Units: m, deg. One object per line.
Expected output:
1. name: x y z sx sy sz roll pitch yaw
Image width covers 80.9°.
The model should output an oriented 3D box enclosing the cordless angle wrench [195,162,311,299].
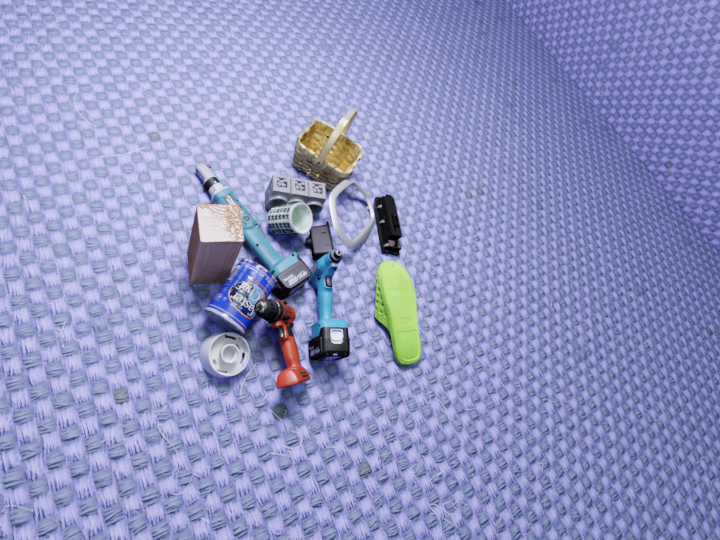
1. cordless angle wrench: -0.293 -0.117 1.078 0.096 0.074 0.432 -32 76 -35

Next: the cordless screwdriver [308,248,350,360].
1. cordless screwdriver: -0.073 0.080 1.001 0.072 0.160 0.256 6 62 -25

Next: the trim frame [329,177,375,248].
1. trim frame: -0.021 -0.162 1.195 0.179 0.028 0.247 61 32 -17

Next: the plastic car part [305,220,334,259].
1. plastic car part: -0.112 -0.073 1.141 0.070 0.065 0.121 -8 62 -14

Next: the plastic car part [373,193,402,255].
1. plastic car part: 0.084 -0.149 1.266 0.064 0.067 0.210 5 56 -25
